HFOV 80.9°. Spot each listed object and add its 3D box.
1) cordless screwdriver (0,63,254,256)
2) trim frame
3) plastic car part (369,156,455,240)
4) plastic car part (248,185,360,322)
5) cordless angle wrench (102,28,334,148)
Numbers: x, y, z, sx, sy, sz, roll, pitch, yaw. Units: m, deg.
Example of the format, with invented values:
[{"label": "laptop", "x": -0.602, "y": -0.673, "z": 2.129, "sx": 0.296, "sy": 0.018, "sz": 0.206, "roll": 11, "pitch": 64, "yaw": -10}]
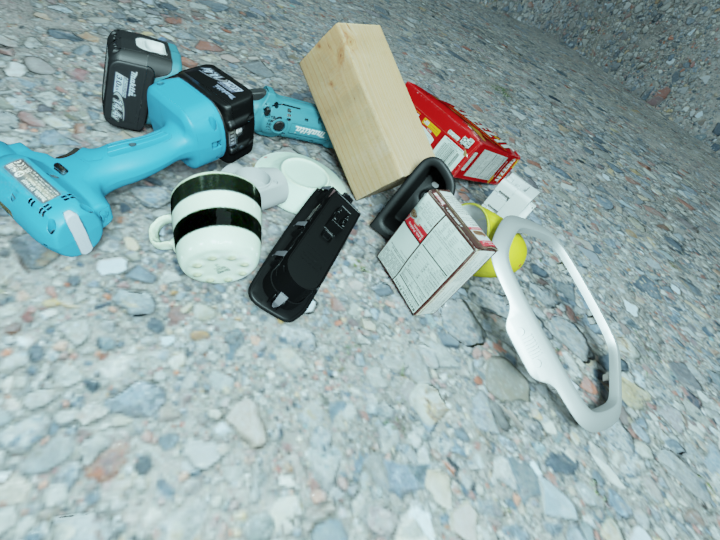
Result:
[{"label": "cordless screwdriver", "x": -0.234, "y": -0.130, "z": 0.421, "sx": 0.165, "sy": 0.073, "sz": 0.246, "roll": 33, "pitch": 54, "yaw": 16}, {"label": "trim frame", "x": 0.222, "y": 0.050, "z": 0.473, "sx": 0.178, "sy": 0.028, "sz": 0.250, "roll": -23, "pitch": 85, "yaw": -42}, {"label": "plastic car part", "x": 0.077, "y": -0.087, "z": 0.545, "sx": 0.067, "sy": 0.117, "sz": 0.070, "roll": 39, "pitch": 18, "yaw": 6}, {"label": "plastic car part", "x": -0.044, "y": -0.029, "z": 0.446, "sx": 0.064, "sy": 0.069, "sz": 0.203, "roll": 47, "pitch": 43, "yaw": -18}, {"label": "cordless angle wrench", "x": -0.122, "y": -0.219, "z": 0.592, "sx": 0.404, "sy": 0.098, "sz": 0.078, "roll": 1, "pitch": 49, "yaw": -33}]
